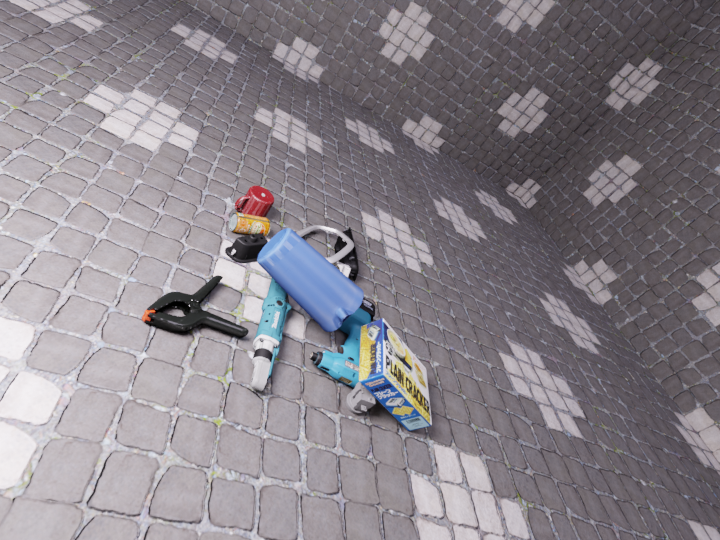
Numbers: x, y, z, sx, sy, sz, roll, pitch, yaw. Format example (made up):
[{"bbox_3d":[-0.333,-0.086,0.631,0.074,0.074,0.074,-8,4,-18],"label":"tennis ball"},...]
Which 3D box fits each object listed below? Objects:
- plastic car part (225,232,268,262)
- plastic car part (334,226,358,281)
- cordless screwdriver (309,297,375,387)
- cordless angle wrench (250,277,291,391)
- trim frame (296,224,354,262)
[{"bbox_3d":[-0.288,-0.066,1.105,0.068,0.071,0.112,49,30,19],"label":"plastic car part"},{"bbox_3d":[-0.045,-0.055,1.332,0.064,0.066,0.212,8,40,-24],"label":"plastic car part"},{"bbox_3d":[-0.040,0.160,1.041,0.155,0.075,0.255,26,36,-16],"label":"cordless screwdriver"},{"bbox_3d":[-0.198,0.091,0.986,0.095,0.075,0.434,26,35,-18],"label":"cordless angle wrench"},{"bbox_3d":[-0.124,-0.081,1.267,0.190,0.027,0.245,23,33,16],"label":"trim frame"}]
